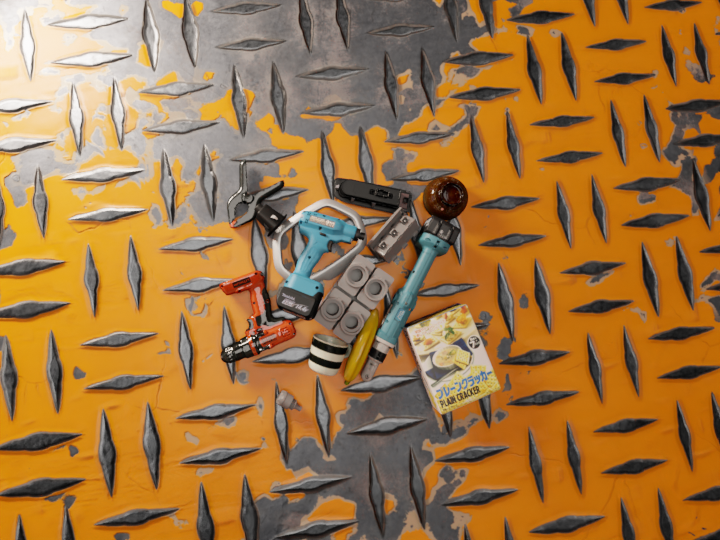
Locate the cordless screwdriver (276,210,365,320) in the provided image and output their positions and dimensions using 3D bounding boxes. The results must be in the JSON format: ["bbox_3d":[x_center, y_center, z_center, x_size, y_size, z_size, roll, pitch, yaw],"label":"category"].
[{"bbox_3d":[-0.092,-0.009,0.974,0.161,0.073,0.251,15,73,4],"label":"cordless screwdriver"}]

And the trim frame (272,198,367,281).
[{"bbox_3d":[-0.102,-0.067,1.044,0.247,0.027,0.185,-35,87,-9],"label":"trim frame"}]

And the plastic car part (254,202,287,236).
[{"bbox_3d":[-0.217,-0.127,0.992,0.070,0.118,0.066,41,82,-7],"label":"plastic car part"}]

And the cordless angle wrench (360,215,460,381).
[{"bbox_3d":[0.105,0.073,1.014,0.074,0.098,0.423,27,86,-2],"label":"cordless angle wrench"}]

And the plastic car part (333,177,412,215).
[{"bbox_3d":[0.031,-0.188,1.051,0.203,0.067,0.066,12,91,-1],"label":"plastic car part"}]
